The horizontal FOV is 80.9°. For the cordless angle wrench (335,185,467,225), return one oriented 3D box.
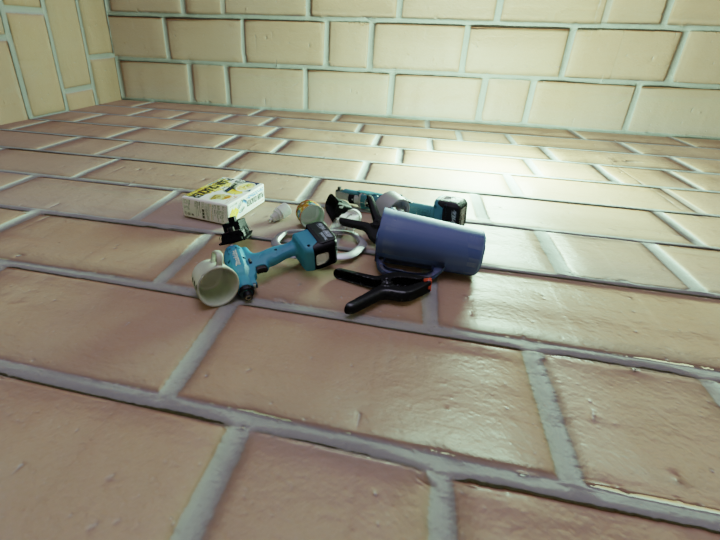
[{"bbox_3d":[0.101,-0.200,1.285,0.445,0.095,0.072,16,30,31],"label":"cordless angle wrench"}]

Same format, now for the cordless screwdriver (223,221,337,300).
[{"bbox_3d":[-0.170,-0.020,0.939,0.244,0.072,0.168,-16,43,-16],"label":"cordless screwdriver"}]

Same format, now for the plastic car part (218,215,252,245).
[{"bbox_3d":[-0.311,-0.102,1.052,0.066,0.066,0.206,-22,9,-4],"label":"plastic car part"}]

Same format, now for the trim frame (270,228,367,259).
[{"bbox_3d":[-0.107,-0.070,1.092,0.247,0.027,0.190,-2,30,-3],"label":"trim frame"}]

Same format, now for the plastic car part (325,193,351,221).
[{"bbox_3d":[-0.061,-0.192,1.287,0.069,0.065,0.121,11,22,-18],"label":"plastic car part"}]
